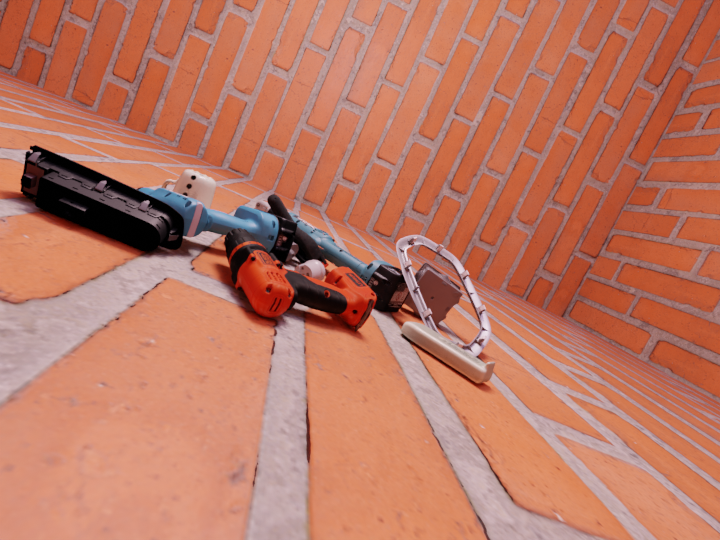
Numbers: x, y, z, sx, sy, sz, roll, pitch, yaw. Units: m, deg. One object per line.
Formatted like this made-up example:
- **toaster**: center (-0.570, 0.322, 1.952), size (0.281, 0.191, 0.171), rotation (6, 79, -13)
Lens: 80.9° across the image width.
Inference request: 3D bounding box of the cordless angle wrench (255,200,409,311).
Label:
- **cordless angle wrench**: center (-0.086, -0.056, 0.881), size (0.446, 0.074, 0.093), rotation (33, 11, 33)

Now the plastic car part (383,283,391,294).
- **plastic car part**: center (0.061, 0.031, 0.898), size (0.074, 0.066, 0.111), rotation (13, -1, 27)

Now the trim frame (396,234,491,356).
- **trim frame**: center (0.148, 0.035, 0.754), size (0.176, 0.028, 0.258), rotation (4, 54, -32)

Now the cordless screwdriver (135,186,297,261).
- **cordless screwdriver**: center (-0.229, -0.080, 0.679), size (0.168, 0.074, 0.236), rotation (21, 5, 33)

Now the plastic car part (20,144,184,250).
- **plastic car part**: center (-0.312, -0.077, 0.508), size (0.198, 0.066, 0.069), rotation (22, 18, -12)
